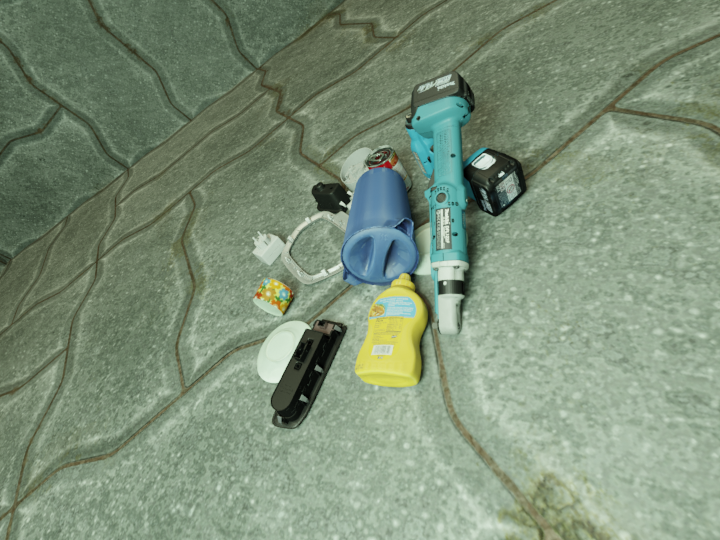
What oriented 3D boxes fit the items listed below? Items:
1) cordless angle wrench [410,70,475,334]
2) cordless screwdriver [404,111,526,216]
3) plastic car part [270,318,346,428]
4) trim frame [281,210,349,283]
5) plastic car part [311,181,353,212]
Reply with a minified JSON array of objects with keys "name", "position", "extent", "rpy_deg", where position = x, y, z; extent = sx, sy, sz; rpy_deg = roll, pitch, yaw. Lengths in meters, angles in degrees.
[{"name":"cordless angle wrench","position":[0.140,-0.111,0.685],"extent":[0.102,0.070,0.429],"rpy_deg":[-9,73,35]},{"name":"cordless screwdriver","position":[0.178,-0.209,0.790],"extent":[0.074,0.151,0.263],"rpy_deg":[-41,40,-3]},{"name":"plastic car part","position":[-0.094,0.167,0.721],"extent":[0.069,0.064,0.204],"rpy_deg":[10,61,27]},{"name":"trim frame","position":[-0.095,-0.062,0.968],"extent":[0.184,0.026,0.262],"rpy_deg":[-42,37,-5]},{"name":"plastic car part","position":[-0.080,-0.187,1.044],"extent":[0.123,0.067,0.066],"rpy_deg":[11,58,41]}]
